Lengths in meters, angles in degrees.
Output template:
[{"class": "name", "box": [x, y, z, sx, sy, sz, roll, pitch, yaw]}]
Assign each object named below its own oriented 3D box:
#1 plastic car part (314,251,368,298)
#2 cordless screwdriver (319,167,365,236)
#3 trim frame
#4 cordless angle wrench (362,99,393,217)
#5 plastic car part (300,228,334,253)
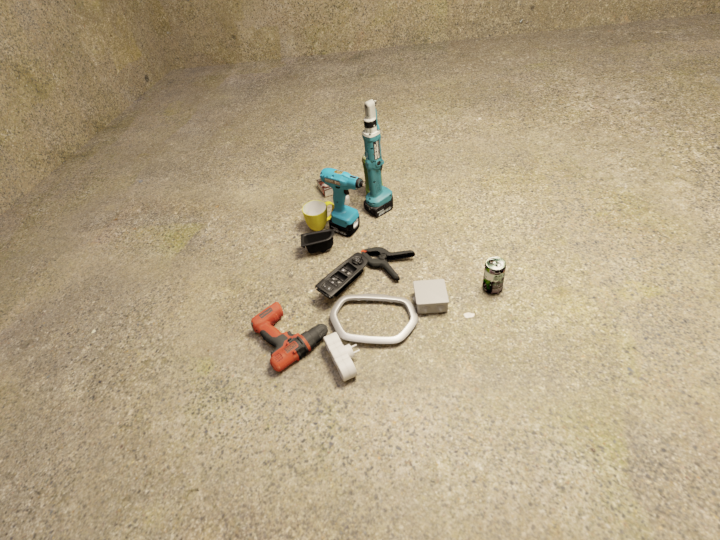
[{"class": "plastic car part", "box": [-0.048, 0.021, 1.300, 0.070, 0.064, 0.200, 25, 55, 32]}, {"class": "cordless screwdriver", "box": [-0.046, -0.226, 1.425, 0.167, 0.239, 0.074, 21, 51, 29]}, {"class": "trim frame", "box": [0.035, 0.131, 1.197, 0.254, 0.026, 0.188, -1, 45, 12]}, {"class": "cordless angle wrench", "box": [0.047, -0.372, 1.431, 0.096, 0.406, 0.079, -30, 47, -21]}, {"class": "plastic car part", "box": [-0.140, -0.092, 1.434, 0.117, 0.068, 0.068, -9, 44, 3]}]
